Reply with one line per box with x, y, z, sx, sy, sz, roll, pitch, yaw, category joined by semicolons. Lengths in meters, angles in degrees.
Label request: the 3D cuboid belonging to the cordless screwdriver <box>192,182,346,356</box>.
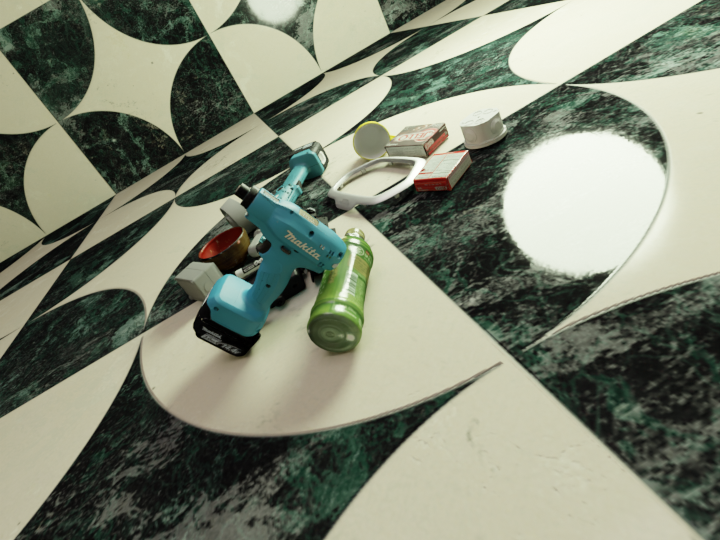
-0.155;0.003;0.589;0.251;0.154;0.076;-45;18;27;cordless screwdriver

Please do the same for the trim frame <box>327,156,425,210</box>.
0.028;-0.187;0.891;0.182;0.026;0.262;-39;32;-17;trim frame

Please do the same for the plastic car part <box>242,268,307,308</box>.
-0.138;0.026;0.704;0.116;0.062;0.075;-35;44;-2;plastic car part

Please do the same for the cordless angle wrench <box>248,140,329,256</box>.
-0.177;-0.176;1.014;0.101;0.071;0.428;-14;37;26;cordless angle wrench

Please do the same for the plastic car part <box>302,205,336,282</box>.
-0.074;-0.048;0.756;0.067;0.064;0.209;-2;31;-4;plastic car part
